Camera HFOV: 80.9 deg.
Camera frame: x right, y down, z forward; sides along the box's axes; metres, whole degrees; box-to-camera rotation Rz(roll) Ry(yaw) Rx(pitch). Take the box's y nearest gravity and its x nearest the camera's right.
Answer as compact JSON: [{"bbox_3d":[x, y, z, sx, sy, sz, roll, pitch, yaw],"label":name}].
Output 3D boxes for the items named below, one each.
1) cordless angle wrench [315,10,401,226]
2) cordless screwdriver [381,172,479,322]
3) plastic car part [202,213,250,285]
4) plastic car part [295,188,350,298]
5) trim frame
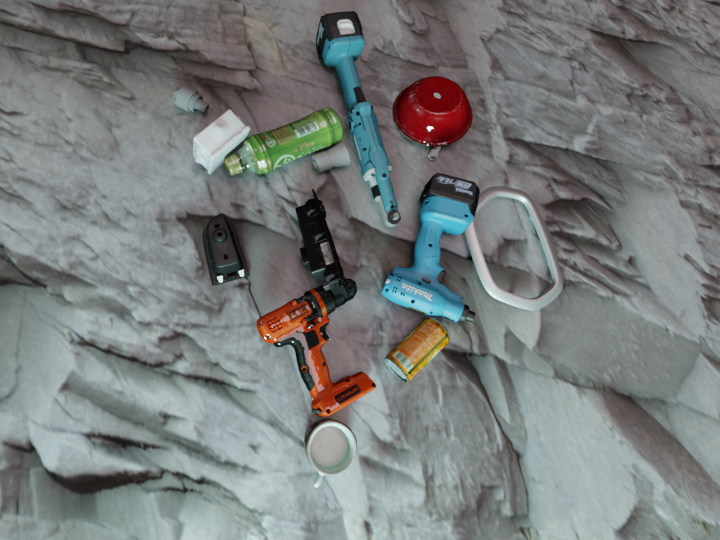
[{"bbox_3d":[0.005,-0.284,0.807,0.073,0.098,0.429,-13,80,-15],"label":"cordless angle wrench"},{"bbox_3d":[0.151,-0.039,0.749,0.162,0.073,0.250,20,75,7],"label":"cordless screwdriver"},{"bbox_3d":[-0.230,-0.043,0.703,0.065,0.071,0.118,-15,81,-16],"label":"plastic car part"},{"bbox_3d":[-0.070,-0.046,0.716,0.068,0.063,0.211,-21,58,11],"label":"plastic car part"},{"bbox_3d":[0.292,-0.046,0.806,0.181,0.027,0.254,-12,74,-11],"label":"trim frame"}]
